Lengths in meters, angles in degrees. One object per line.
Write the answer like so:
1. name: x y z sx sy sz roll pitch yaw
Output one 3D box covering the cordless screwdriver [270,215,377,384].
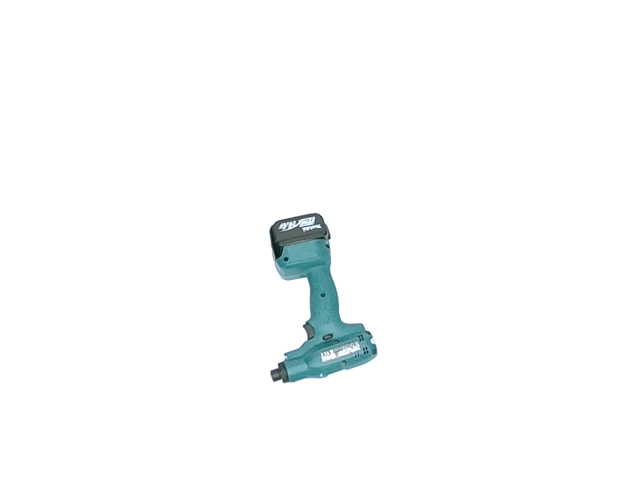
1. cordless screwdriver: -0.027 0.091 0.664 0.159 0.248 0.074 -16 -21 -8
